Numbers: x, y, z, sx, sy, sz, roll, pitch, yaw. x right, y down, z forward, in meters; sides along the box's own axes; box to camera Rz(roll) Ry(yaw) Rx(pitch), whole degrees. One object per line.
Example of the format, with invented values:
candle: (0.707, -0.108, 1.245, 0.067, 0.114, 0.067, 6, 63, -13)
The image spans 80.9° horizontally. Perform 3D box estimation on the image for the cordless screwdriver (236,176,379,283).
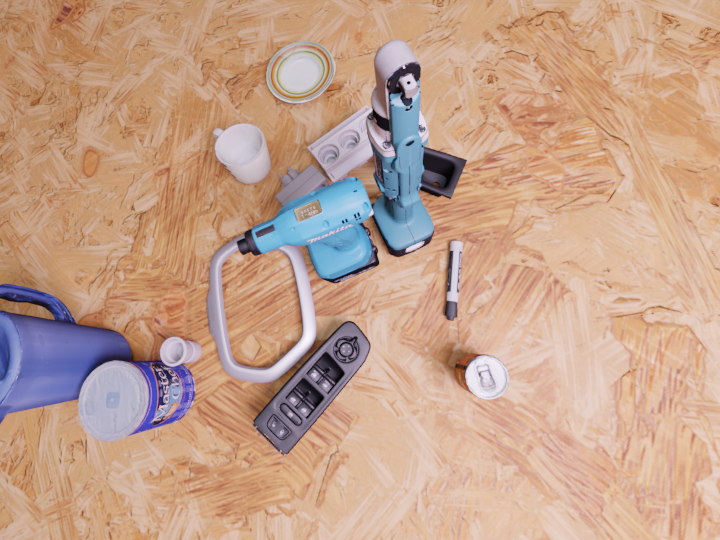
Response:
cordless screwdriver: (-0.056, -0.037, 0.577, 0.160, 0.242, 0.076, -22, 77, 3)

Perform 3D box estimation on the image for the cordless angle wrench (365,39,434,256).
cordless angle wrench: (0.045, -0.110, 0.487, 0.074, 0.411, 0.100, -24, 77, 1)

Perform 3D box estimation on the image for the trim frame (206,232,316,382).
trim frame: (-0.168, 0.054, 0.689, 0.186, 0.027, 0.254, -15, 74, 7)

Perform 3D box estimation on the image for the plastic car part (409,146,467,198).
plastic car part: (0.096, -0.152, 0.666, 0.120, 0.069, 0.066, 23, 82, 14)

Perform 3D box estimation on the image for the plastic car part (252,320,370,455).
plastic car part: (-0.061, 0.165, 0.619, 0.068, 0.065, 0.203, 40, 86, 15)
